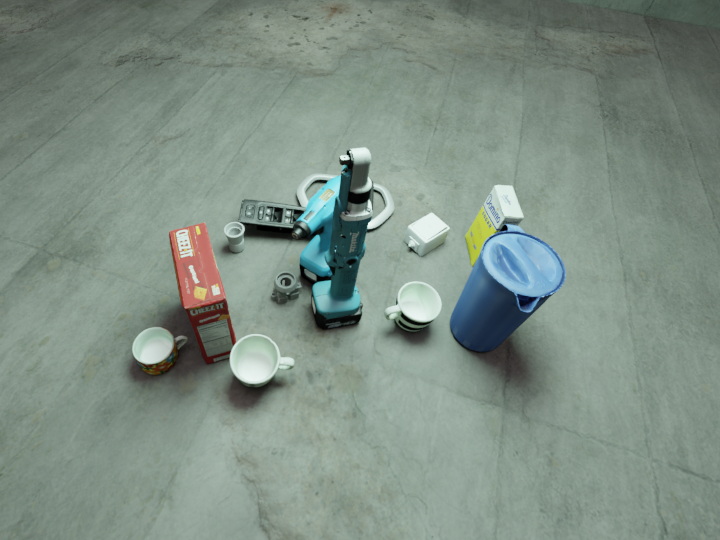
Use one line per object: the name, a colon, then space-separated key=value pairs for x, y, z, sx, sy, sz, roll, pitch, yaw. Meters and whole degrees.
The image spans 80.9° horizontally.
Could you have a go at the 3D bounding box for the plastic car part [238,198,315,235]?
plastic car part: x=-0.176 y=-0.113 z=0.978 sx=0.203 sy=0.065 sz=0.068 roll=4 pitch=53 yaw=-1

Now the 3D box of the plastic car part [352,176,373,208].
plastic car part: x=-0.003 y=-0.172 z=1.031 sx=0.066 sy=0.069 sz=0.119 roll=8 pitch=53 yaw=-1

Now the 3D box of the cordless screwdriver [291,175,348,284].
cordless screwdriver: x=-0.081 y=-0.053 z=0.827 sx=0.077 sy=0.243 sz=0.158 roll=30 pitch=56 yaw=13

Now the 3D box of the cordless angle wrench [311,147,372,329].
cordless angle wrench: x=-0.025 y=-0.034 z=0.709 sx=0.096 sy=0.413 sz=0.077 roll=-7 pitch=56 yaw=-14

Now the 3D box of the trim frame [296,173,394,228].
trim frame: x=-0.038 y=-0.179 z=1.061 sx=0.250 sy=0.027 sz=0.188 roll=8 pitch=53 yaw=3
